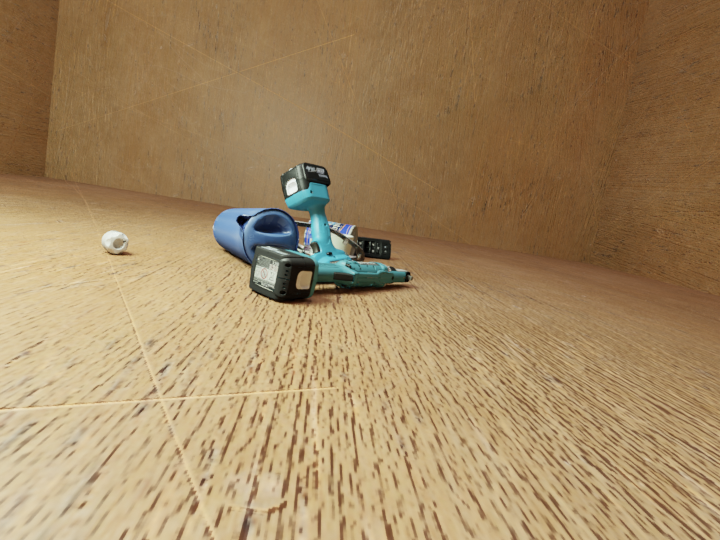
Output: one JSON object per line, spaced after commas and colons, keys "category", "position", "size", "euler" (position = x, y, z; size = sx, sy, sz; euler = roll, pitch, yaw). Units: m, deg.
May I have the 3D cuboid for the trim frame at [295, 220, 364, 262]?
{"category": "trim frame", "position": [-0.103, -0.068, 1.057], "size": [0.260, 0.028, 0.174], "euler": [10, -24, 30]}

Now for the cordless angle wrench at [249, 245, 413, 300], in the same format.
{"category": "cordless angle wrench", "position": [-0.025, 0.007, 0.827], "size": [0.103, 0.074, 0.402], "euler": [17, 9, 39]}

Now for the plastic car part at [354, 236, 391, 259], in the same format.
{"category": "plastic car part", "position": [-0.001, -0.078, 1.399], "size": [0.196, 0.066, 0.069], "euler": [6, -1, -21]}

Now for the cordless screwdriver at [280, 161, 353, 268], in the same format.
{"category": "cordless screwdriver", "position": [-0.106, -0.098, 0.885], "size": [0.077, 0.252, 0.152], "euler": [-22, -9, 36]}
